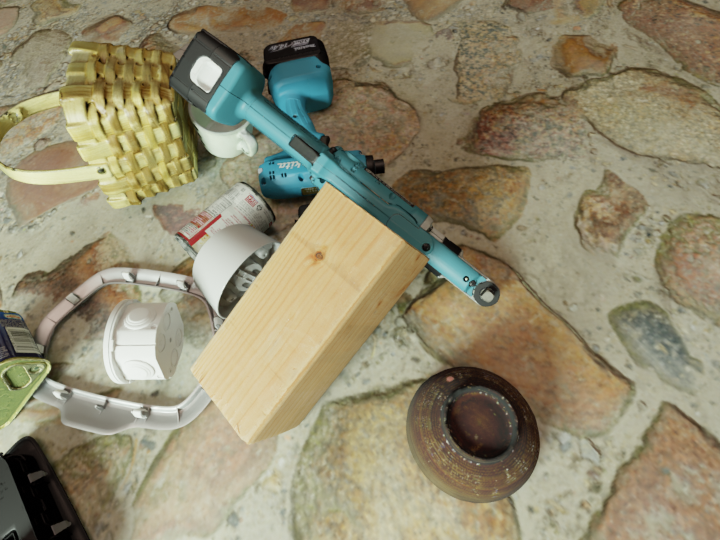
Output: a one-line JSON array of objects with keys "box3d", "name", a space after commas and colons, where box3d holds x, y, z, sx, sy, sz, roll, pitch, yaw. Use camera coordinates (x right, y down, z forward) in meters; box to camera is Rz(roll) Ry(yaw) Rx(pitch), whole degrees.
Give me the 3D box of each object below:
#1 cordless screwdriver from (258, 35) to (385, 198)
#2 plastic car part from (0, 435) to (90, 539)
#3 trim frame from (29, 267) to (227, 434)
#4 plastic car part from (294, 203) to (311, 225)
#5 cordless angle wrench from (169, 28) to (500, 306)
[{"box3d": [-0.060, -0.214, 0.586, 0.160, 0.072, 0.256, -8, 63, 3], "name": "cordless screwdriver"}, {"box3d": [-0.290, 0.239, 0.367, 0.066, 0.064, 0.213, -44, 61, -10], "name": "plastic car part"}, {"box3d": [-0.258, 0.081, 0.470, 0.254, 0.026, 0.187, 8, 63, 11], "name": "trim frame"}, {"box3d": [-0.047, -0.031, 0.478, 0.066, 0.068, 0.120, -8, 57, 3], "name": "plastic car part"}, {"box3d": [-0.024, -0.105, 0.467, 0.429, 0.096, 0.074, 39, 103, 7], "name": "cordless angle wrench"}]
